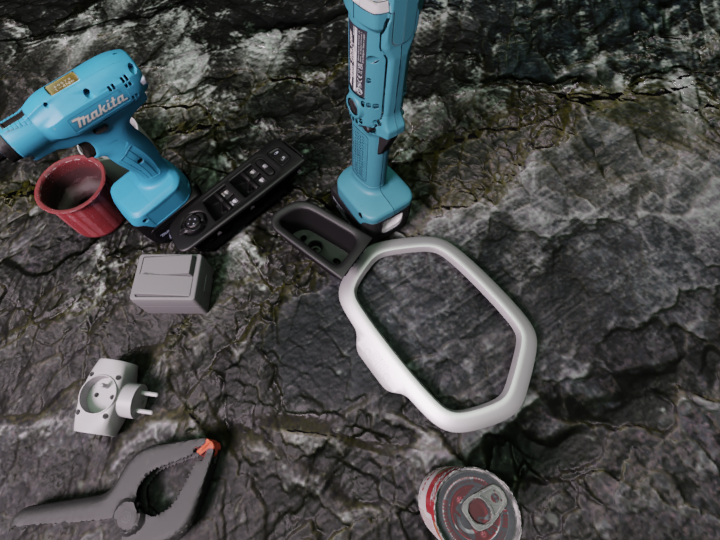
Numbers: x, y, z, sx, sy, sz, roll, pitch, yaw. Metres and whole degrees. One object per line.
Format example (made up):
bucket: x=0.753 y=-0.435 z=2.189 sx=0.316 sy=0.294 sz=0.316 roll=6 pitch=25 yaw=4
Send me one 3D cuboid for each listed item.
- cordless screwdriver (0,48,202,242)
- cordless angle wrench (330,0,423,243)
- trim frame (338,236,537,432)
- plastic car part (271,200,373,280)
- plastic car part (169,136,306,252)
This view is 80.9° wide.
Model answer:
cordless screwdriver: x=-0.285 y=-0.114 z=0.492 sx=0.158 sy=0.242 sz=0.077 roll=-41 pitch=72 yaw=-17
cordless angle wrench: x=0.016 y=-0.164 z=0.400 sx=0.073 sy=0.411 sz=0.102 roll=-29 pitch=69 yaw=-13
trim frame: x=0.085 y=0.061 z=0.498 sx=0.182 sy=0.027 sz=0.259 roll=-35 pitch=67 yaw=-12
plastic car part: x=-0.052 y=-0.034 z=0.532 sx=0.120 sy=0.069 sz=0.066 roll=32 pitch=70 yaw=17
plastic car part: x=-0.166 y=-0.094 z=0.572 sx=0.201 sy=0.065 sz=0.069 roll=-40 pitch=70 yaw=-15
